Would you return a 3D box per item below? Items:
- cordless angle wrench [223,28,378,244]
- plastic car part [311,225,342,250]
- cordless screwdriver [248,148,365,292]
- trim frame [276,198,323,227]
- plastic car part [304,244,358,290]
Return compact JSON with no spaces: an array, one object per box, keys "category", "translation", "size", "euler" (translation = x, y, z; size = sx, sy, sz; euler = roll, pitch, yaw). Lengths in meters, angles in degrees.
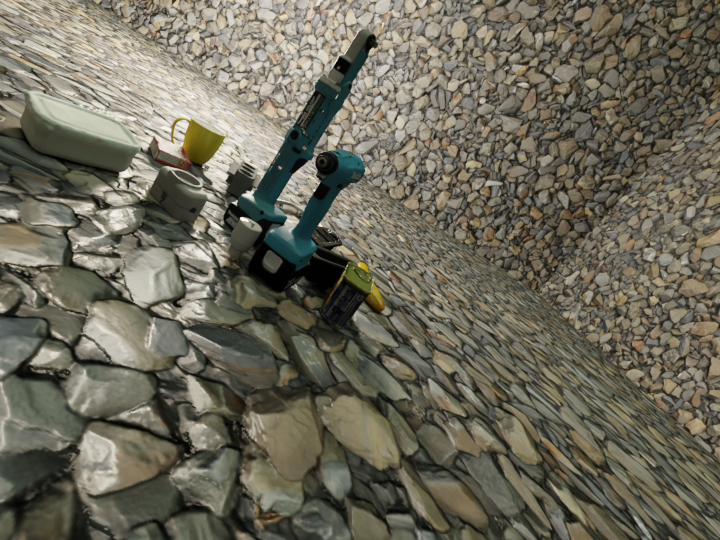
[{"category":"cordless angle wrench","translation":[-0.106,-0.237,0.768],"size":[0.102,0.423,0.071],"euler":[42,17,20]},{"category":"plastic car part","translation":[-0.091,-0.059,0.928],"size":[0.068,0.067,0.198],"euler":[37,16,8]},{"category":"cordless screwdriver","translation":[-0.088,-0.082,0.668],"size":[0.076,0.249,0.156],"euler":[38,16,6]},{"category":"trim frame","translation":[-0.173,-0.135,1.060],"size":[0.190,0.027,0.241],"euler":[38,17,14]},{"category":"plastic car part","translation":[-0.063,0.003,0.795],"size":[0.111,0.071,0.069],"euler":[25,19,-30]}]
